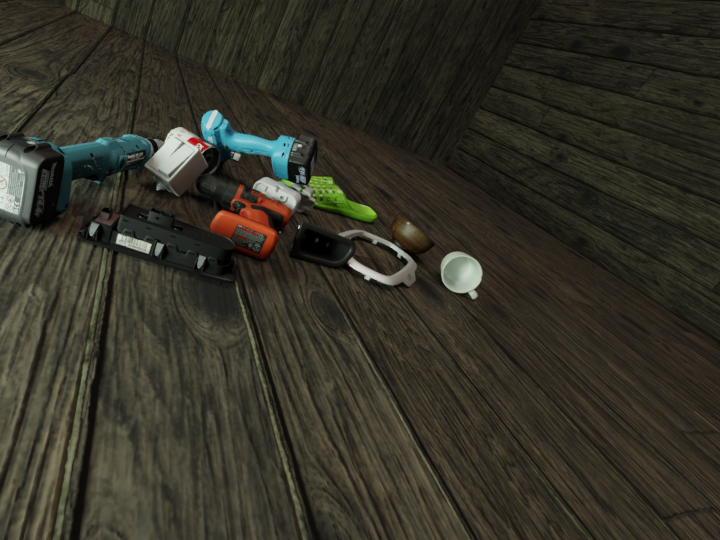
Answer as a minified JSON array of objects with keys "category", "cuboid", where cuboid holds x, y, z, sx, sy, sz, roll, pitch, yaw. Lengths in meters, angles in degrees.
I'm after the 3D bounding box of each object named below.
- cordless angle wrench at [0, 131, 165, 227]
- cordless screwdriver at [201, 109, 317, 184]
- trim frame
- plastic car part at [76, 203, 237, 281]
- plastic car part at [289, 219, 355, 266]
[{"category":"cordless angle wrench","cuboid":[-0.396,-0.173,0.656,0.073,0.097,0.431,20,19,-10]},{"category":"cordless screwdriver","cuboid":[-0.223,-0.257,0.934,0.249,0.075,0.157,17,-21,-1]},{"category":"trim frame","cuboid":[0.033,-0.029,0.882,0.190,0.027,0.242,31,21,14]},{"category":"plastic car part","cuboid":[-0.252,-0.042,0.561,0.197,0.067,0.068,23,15,-16]},{"category":"plastic car part","cuboid":[-0.076,-0.050,0.776,0.111,0.066,0.074,18,9,-29]}]
